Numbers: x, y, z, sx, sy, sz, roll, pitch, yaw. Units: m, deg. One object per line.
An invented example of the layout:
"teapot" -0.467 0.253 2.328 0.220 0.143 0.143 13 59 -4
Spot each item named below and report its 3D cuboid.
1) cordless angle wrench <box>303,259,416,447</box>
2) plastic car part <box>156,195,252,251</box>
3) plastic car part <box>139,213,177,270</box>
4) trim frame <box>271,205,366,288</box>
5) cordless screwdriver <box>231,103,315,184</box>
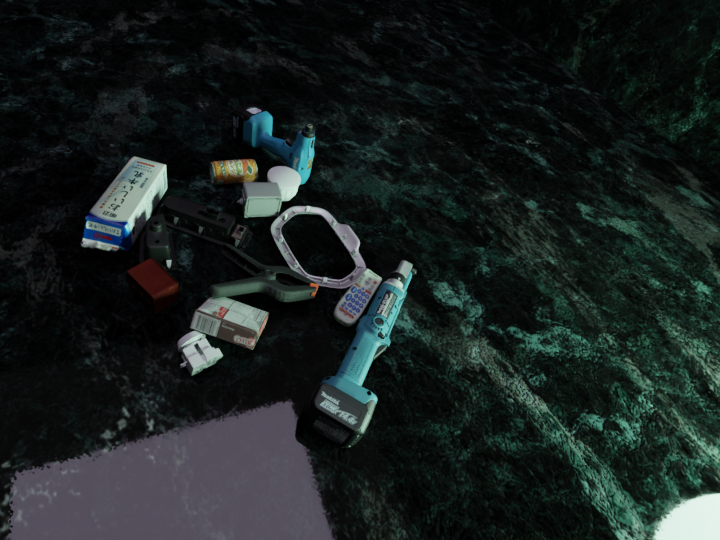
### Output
"cordless angle wrench" 0.027 0.112 0.790 0.099 0.073 0.423 26 44 4
"plastic car part" -0.329 -0.104 0.881 0.204 0.066 0.067 17 53 1
"plastic car part" -0.392 -0.062 0.813 0.064 0.070 0.121 -4 54 -25
"trim frame" -0.091 -0.060 0.935 0.178 0.027 0.261 -15 54 -30
"cordless screwdriver" -0.214 -0.342 1.062 0.258 0.157 0.073 39 48 19
